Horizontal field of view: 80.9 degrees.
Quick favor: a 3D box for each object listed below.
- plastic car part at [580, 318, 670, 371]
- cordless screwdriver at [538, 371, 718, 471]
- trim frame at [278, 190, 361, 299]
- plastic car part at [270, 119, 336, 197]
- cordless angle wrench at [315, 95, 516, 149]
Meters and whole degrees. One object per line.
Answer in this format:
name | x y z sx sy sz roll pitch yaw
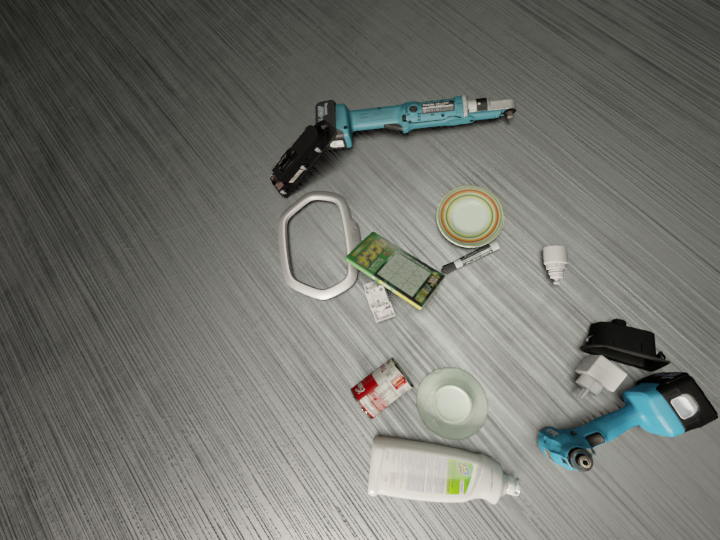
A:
plastic car part | 0.459 0.122 0.740 0.121 0.063 0.071 17 67 19
cordless screwdriver | 0.417 0.244 0.665 0.250 0.154 0.076 -25 76 3
trim frame | -0.091 -0.059 0.929 0.187 0.026 0.254 -12 72 11
plastic car part | -0.138 -0.250 0.928 0.205 0.064 0.069 -39 67 27
cordless angle wrench | 0.114 -0.339 0.928 0.430 0.072 0.099 -3 77 10
